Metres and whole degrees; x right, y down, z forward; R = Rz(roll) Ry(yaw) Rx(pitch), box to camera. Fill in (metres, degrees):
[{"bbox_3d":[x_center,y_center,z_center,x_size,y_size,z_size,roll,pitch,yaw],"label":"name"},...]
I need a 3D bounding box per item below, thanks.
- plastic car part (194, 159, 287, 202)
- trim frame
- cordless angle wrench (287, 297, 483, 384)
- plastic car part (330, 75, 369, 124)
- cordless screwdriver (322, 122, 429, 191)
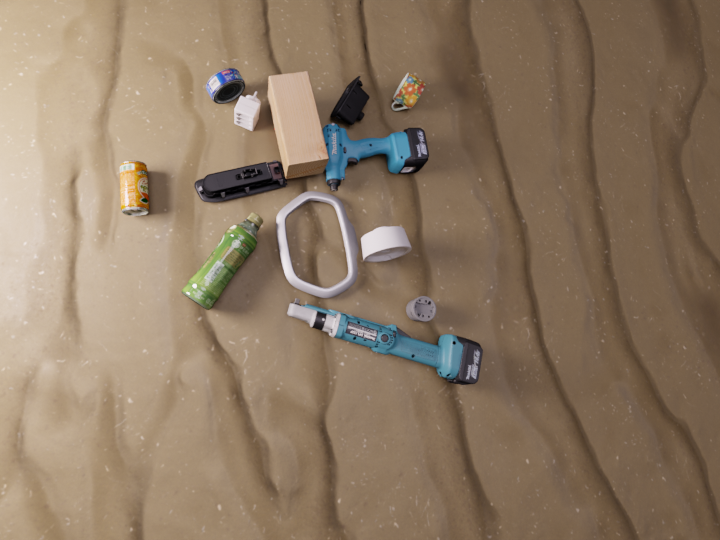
[{"bbox_3d":[-0.263,-0.199,0.936,0.200,0.068,0.066,-17,90,-12],"label":"plastic car part"},{"bbox_3d":[-0.093,-0.061,0.953,0.181,0.027,0.253,-10,77,-13],"label":"trim frame"},{"bbox_3d":[0.047,0.145,0.909,0.419,0.074,0.099,17,74,-5],"label":"cordless angle wrench"},{"bbox_3d":[-0.019,-0.403,1.037,0.068,0.068,0.117,30,76,-21],"label":"plastic car part"},{"bbox_3d":[0.032,-0.264,1.004,0.246,0.074,0.161,-1,78,-8],"label":"cordless screwdriver"}]
